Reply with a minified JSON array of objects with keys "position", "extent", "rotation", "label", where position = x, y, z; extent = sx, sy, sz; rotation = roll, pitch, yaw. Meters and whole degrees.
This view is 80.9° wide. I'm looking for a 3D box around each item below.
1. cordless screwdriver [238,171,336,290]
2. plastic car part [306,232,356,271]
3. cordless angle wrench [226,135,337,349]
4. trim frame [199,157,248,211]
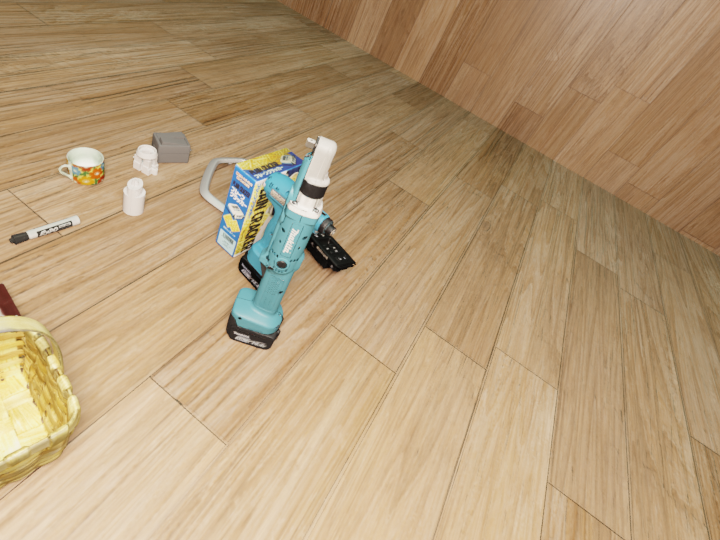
[{"position":[-0.146,-0.052,0.826],"extent":[0.164,0.247,0.072],"rotation":[42,41,15],"label":"cordless screwdriver"},{"position":[-0.098,-0.064,1.007],"extent":[0.064,0.066,0.212],"rotation":[-14,54,-39],"label":"plastic car part"},{"position":[-0.123,-0.026,0.674],"extent":[0.096,0.421,0.076],"rotation":[22,40,-11],"label":"cordless angle wrench"},{"position":[-0.315,-0.219,1.094],"extent":[0.179,0.027,0.257],"rotation":[13,41,-15],"label":"trim frame"}]
